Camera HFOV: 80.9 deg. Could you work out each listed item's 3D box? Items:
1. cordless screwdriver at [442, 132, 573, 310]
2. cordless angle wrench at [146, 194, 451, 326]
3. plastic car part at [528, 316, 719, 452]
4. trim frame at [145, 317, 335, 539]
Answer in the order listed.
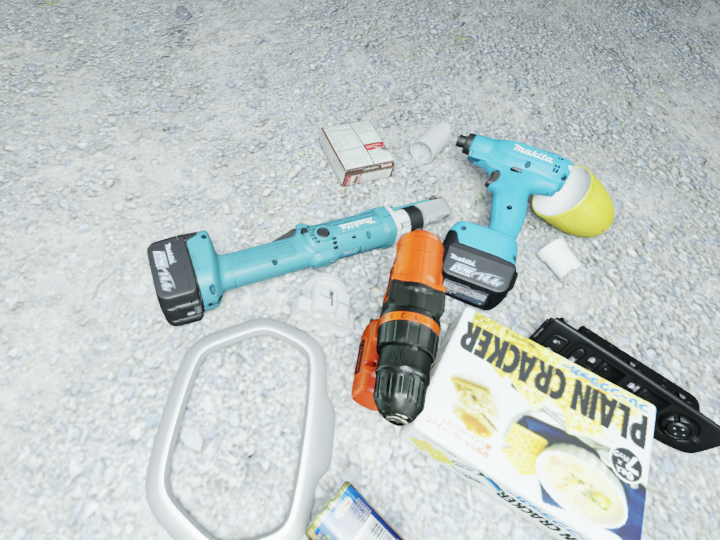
[{"bbox_3d":[0.168,-0.082,0.580,0.165,0.072,0.249,26,71,18],"label":"cordless screwdriver"},{"bbox_3d":[-0.056,-0.036,0.569,0.413,0.073,0.102,-17,60,-18],"label":"cordless angle wrench"},{"bbox_3d":[0.304,0.127,0.495,0.211,0.066,0.065,38,34,20],"label":"plastic car part"},{"bbox_3d":[-0.119,0.165,0.449,0.184,0.027,0.255,5,54,-1],"label":"trim frame"}]
